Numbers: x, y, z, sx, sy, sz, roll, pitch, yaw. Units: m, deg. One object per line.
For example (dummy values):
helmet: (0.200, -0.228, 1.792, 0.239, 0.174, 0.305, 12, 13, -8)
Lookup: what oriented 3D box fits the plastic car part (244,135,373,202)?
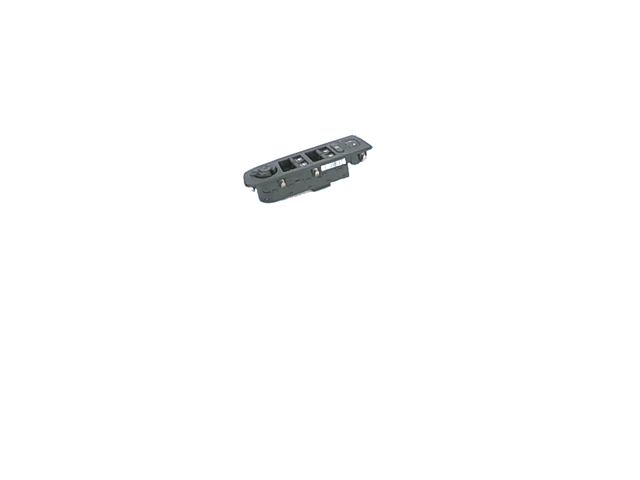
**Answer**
plastic car part: (-0.021, -0.109, 0.668, 0.202, 0.067, 0.066, -17, 44, -13)
